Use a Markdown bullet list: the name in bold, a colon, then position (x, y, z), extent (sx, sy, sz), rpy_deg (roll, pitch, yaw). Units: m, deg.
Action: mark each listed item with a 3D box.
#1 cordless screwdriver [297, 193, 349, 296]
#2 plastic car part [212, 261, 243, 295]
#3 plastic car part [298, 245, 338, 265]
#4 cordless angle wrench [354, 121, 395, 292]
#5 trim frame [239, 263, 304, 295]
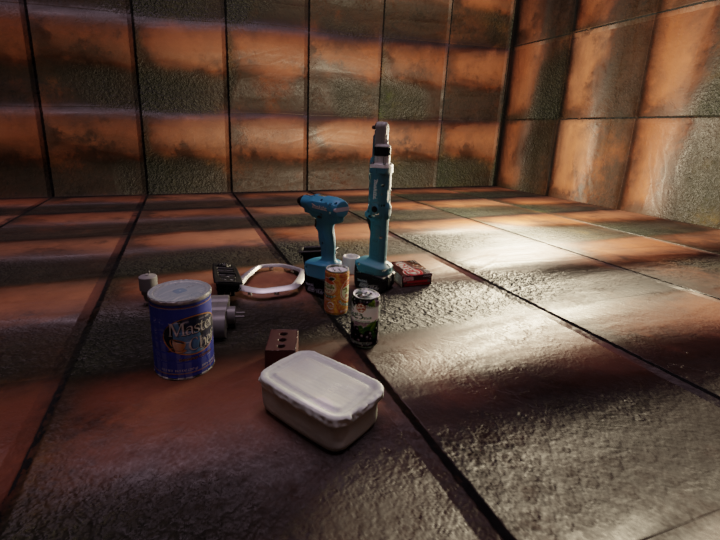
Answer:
- **cordless screwdriver**: position (-0.104, -0.068, 1.065), extent (0.071, 0.245, 0.168), rpy_deg (-13, 22, -43)
- **plastic car part**: position (-0.336, 0.024, 1.057), extent (0.064, 0.066, 0.212), rpy_deg (-4, 19, -20)
- **plastic car part**: position (-0.124, -0.035, 1.241), extent (0.116, 0.070, 0.067), rpy_deg (1, 17, -3)
- **cordless angle wrench**: position (0.045, -0.156, 1.067), extent (0.103, 0.416, 0.072), rpy_deg (12, 18, 31)
- **trim frame**: position (-0.240, 0.021, 1.131), extent (0.186, 0.027, 0.251), rpy_deg (2, 18, 3)
